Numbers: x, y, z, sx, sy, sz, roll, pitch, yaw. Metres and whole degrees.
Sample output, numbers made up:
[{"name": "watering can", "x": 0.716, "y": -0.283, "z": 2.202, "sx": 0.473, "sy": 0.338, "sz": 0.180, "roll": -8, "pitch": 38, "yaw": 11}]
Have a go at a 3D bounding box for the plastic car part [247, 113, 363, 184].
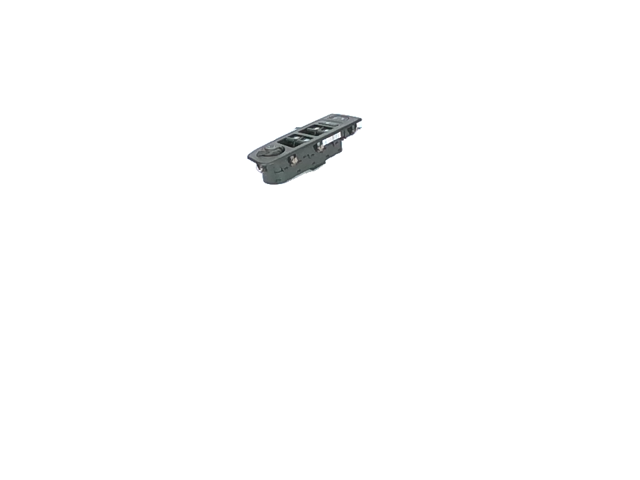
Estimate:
[{"name": "plastic car part", "x": -0.024, "y": -0.139, "z": 0.647, "sx": 0.066, "sy": 0.067, "sz": 0.201, "roll": 32, "pitch": 46, "yaw": 33}]
